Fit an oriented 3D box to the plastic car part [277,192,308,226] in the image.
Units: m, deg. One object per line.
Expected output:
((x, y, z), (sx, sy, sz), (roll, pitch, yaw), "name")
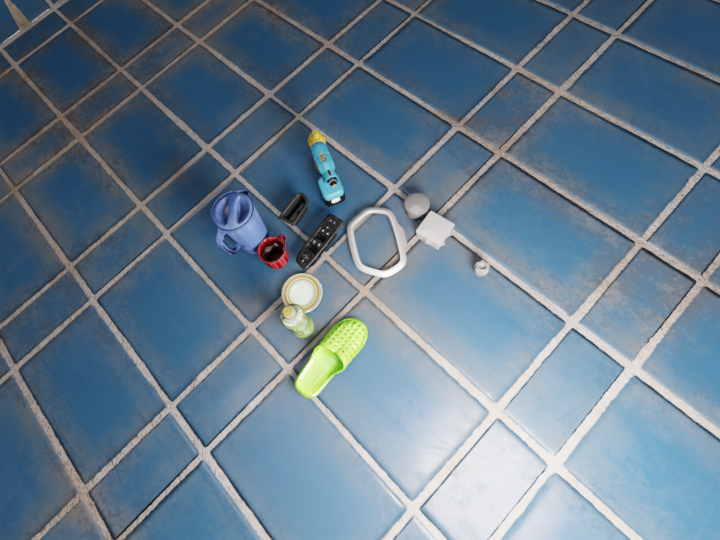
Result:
((-0.215, -0.199, 1.437), (0.068, 0.068, 0.116), (31, 76, 17), "plastic car part")

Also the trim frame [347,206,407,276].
((0.055, -0.095, 1.372), (0.185, 0.026, 0.256), (-15, 67, 4), "trim frame")

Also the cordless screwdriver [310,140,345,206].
((-0.097, -0.283, 1.357), (0.074, 0.241, 0.165), (-21, 69, -3), "cordless screwdriver")

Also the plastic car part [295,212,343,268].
((-0.135, -0.088, 1.381), (0.069, 0.065, 0.202), (34, 77, 18), "plastic car part")
